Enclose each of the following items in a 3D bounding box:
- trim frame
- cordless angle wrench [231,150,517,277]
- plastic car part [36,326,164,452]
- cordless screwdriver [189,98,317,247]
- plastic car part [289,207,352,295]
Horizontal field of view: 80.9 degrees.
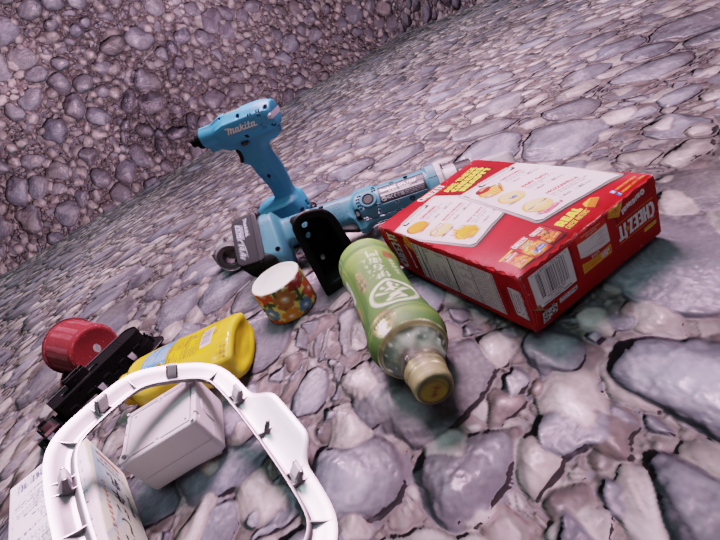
[{"bbox_3d":[-0.129,0.151,0.324,0.177,0.027,0.263,-14,33,-39],"label":"trim frame"},{"bbox_3d":[0.015,-0.094,0.633,0.429,0.100,0.071,-18,-18,11],"label":"cordless angle wrench"},{"bbox_3d":[-0.378,0.156,0.610,0.069,0.065,0.201,-11,30,44],"label":"plastic car part"},{"bbox_3d":[-0.173,-0.151,0.721,0.163,0.239,0.075,-12,29,19],"label":"cordless screwdriver"},{"bbox_3d":[-0.056,-0.037,0.574,0.065,0.113,0.074,-35,21,-14],"label":"plastic car part"}]
